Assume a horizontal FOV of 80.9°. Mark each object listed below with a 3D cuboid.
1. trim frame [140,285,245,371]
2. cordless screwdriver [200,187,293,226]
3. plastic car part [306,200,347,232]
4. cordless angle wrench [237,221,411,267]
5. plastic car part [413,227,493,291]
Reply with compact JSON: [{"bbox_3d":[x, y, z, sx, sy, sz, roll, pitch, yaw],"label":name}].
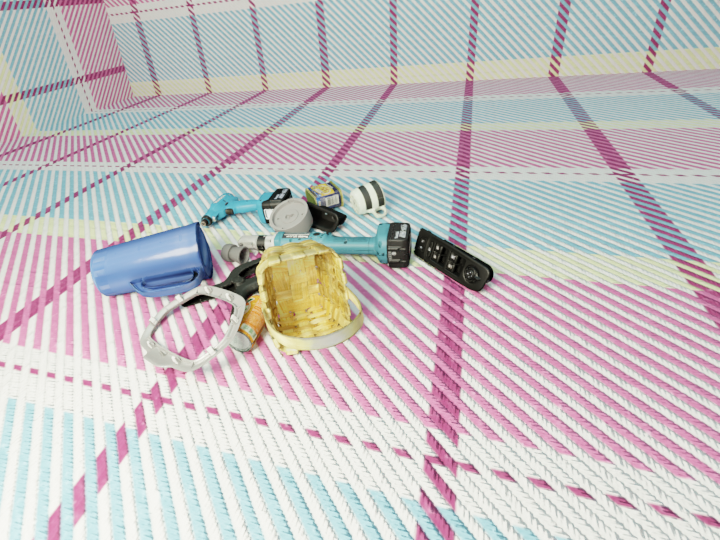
[{"bbox_3d":[-0.313,0.099,0.776,0.262,0.026,0.183,12,53,39],"label":"trim frame"},{"bbox_3d":[-0.320,-0.170,1.194,0.257,0.072,0.160,2,34,19],"label":"cordless screwdriver"},{"bbox_3d":[-0.086,-0.142,1.127,0.123,0.065,0.068,22,27,32],"label":"plastic car part"},{"bbox_3d":[-0.098,-0.064,0.999,0.435,0.072,0.099,2,33,16],"label":"cordless angle wrench"},{"bbox_3d":[0.199,-0.021,0.892,0.064,0.066,0.214,6,22,-33],"label":"plastic car part"}]
